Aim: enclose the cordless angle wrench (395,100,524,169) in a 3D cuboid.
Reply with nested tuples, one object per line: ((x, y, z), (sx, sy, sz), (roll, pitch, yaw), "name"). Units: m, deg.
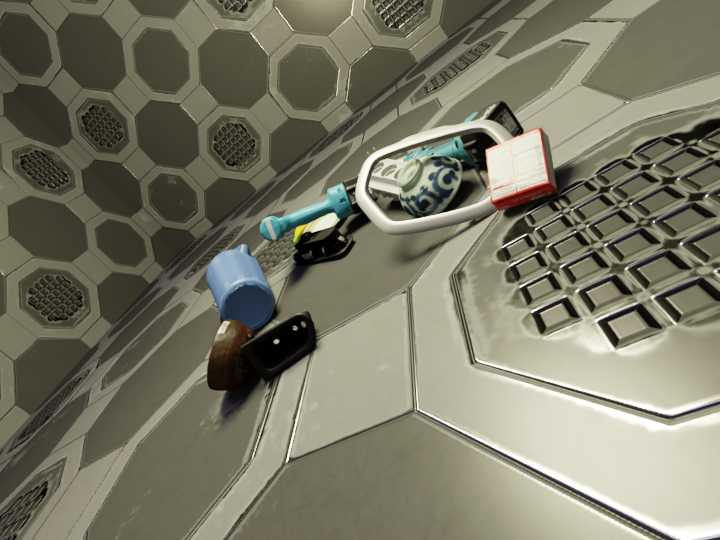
((0.119, -0.217, 0.855), (0.097, 0.072, 0.439), (-49, 21, -21), "cordless angle wrench")

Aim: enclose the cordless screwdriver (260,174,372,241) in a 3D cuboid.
((-0.099, -0.129, 0.939), (0.249, 0.074, 0.160), (-22, 7, 0), "cordless screwdriver")

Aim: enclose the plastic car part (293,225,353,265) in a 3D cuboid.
((-0.089, -0.058, 0.909), (0.065, 0.065, 0.212), (-43, 23, -29), "plastic car part")

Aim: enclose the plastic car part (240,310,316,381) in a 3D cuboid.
((-0.114, 0.104, 0.653), (0.117, 0.065, 0.071), (-34, 6, 8), "plastic car part")

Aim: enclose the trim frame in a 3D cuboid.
((0.110, -0.144, 0.639), (0.255, 0.026, 0.189), (-14, 63, 22), "trim frame")
